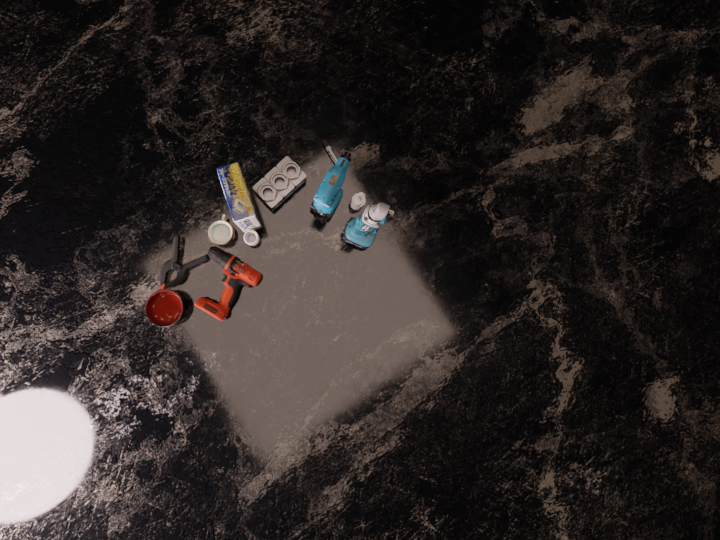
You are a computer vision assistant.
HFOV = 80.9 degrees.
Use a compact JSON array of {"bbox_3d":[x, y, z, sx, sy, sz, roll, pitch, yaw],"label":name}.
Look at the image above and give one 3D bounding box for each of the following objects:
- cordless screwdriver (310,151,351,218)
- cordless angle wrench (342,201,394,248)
[{"bbox_3d":[-0.082,-0.243,1.233,0.074,0.249,0.159,28,83,-5],"label":"cordless screwdriver"},{"bbox_3d":[0.020,-0.126,1.135,0.097,0.424,0.074,24,84,-6],"label":"cordless angle wrench"}]
